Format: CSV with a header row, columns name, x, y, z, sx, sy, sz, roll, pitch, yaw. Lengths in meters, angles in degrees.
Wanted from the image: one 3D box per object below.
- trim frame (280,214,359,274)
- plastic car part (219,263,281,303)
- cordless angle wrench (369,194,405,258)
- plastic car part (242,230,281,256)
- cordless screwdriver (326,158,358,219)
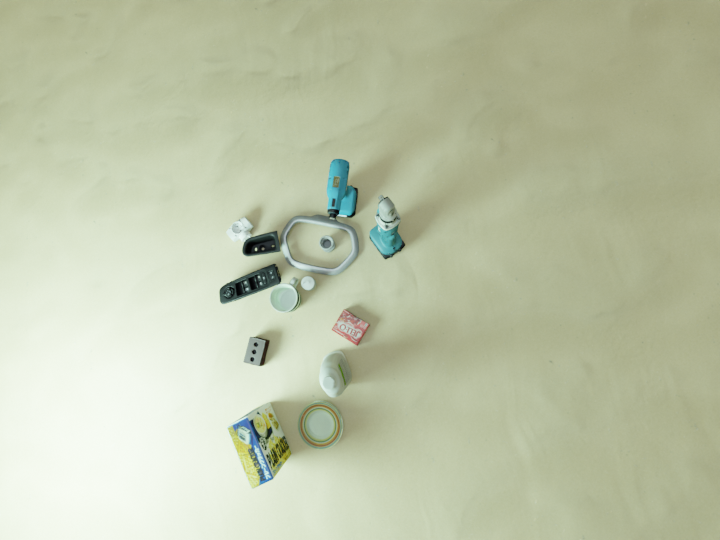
name,x,y,z,sx,sy,sz,roll,pitch,yaw
trim frame,-0.127,-0.083,1.303,0.253,0.027,0.185,11,81,10
plastic car part,-0.336,0.046,1.291,0.204,0.065,0.067,-21,80,4
cordless angle wrench,0.068,-0.110,1.081,0.074,0.414,0.100,-35,82,-1
plastic car part,-0.301,-0.074,1.306,0.117,0.069,0.067,-12,80,5
cordless screwdriver,-0.057,-0.200,1.204,0.075,0.244,0.160,7,82,5
